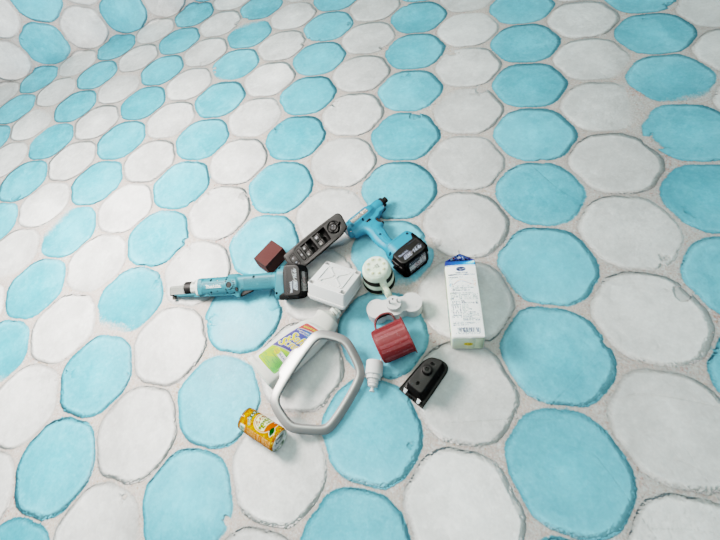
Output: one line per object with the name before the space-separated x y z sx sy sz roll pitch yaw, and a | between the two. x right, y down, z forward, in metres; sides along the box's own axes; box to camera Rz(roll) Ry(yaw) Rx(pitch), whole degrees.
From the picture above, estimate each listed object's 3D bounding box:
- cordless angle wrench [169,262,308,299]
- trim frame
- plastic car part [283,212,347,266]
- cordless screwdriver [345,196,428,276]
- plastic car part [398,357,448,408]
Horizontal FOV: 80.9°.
cordless angle wrench | -0.356 0.043 1.191 0.434 0.072 0.099 -5 84 17
trim frame | -0.100 0.260 0.987 0.187 0.027 0.248 31 74 7
plastic car part | -0.117 -0.076 1.192 0.204 0.064 0.069 -40 72 13
cordless screwdriver | 0.085 -0.105 1.170 0.158 0.071 0.263 -42 55 -13
plastic car part | 0.145 0.236 0.945 0.069 0.068 0.116 35 75 26
